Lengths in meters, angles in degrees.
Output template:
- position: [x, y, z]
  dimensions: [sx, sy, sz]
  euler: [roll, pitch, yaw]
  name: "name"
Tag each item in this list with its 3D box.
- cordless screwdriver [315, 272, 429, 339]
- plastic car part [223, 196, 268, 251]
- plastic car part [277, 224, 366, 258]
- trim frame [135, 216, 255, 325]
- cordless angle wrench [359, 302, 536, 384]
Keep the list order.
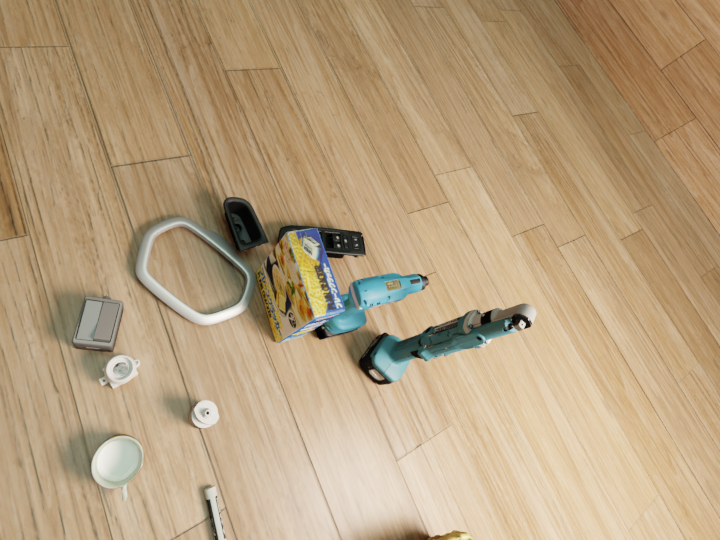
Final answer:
- position: [0.010, 0.064, 0.829]
  dimensions: [0.153, 0.252, 0.076]
  euler: [-9, 75, -30]
  name: "cordless screwdriver"
- position: [-0.252, -0.091, 0.890]
  dimensions: [0.064, 0.072, 0.119]
  euler: [-19, 77, -32]
  name: "plastic car part"
- position: [-0.093, -0.061, 0.951]
  dimensions: [0.196, 0.068, 0.068]
  euler: [6, 66, -23]
  name: "plastic car part"
- position: [-0.324, -0.002, 0.841]
  dimensions: [0.246, 0.028, 0.184]
  euler: [37, 57, -5]
  name: "trim frame"
- position: [0.137, 0.127, 0.752]
  dimensions: [0.074, 0.429, 0.097]
  euler: [46, 56, -5]
  name: "cordless angle wrench"
